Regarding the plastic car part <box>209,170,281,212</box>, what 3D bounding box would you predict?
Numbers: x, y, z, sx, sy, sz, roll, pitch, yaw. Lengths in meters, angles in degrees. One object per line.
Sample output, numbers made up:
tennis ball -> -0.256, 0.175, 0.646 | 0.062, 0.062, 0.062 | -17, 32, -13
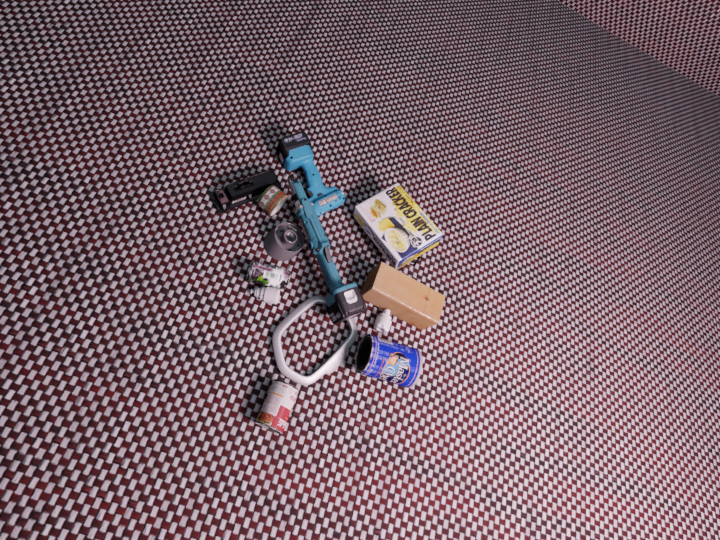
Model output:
plastic car part -> -0.312, -0.232, 1.173 | 0.197, 0.067, 0.068 | -26, 74, -30

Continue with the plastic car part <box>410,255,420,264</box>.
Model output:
plastic car part -> 0.130, -0.077, 1.267 | 0.070, 0.065, 0.120 | -8, 67, -10

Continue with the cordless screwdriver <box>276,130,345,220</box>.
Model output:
cordless screwdriver -> -0.170, -0.271, 1.233 | 0.157, 0.075, 0.252 | -28, 83, -18

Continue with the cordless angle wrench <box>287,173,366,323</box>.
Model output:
cordless angle wrench -> -0.110, -0.072, 1.127 | 0.072, 0.098, 0.433 | -16, 73, -27

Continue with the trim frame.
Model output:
trim frame -> -0.115, 0.175, 1.085 | 0.186, 0.028, 0.245 | 45, 59, 4
